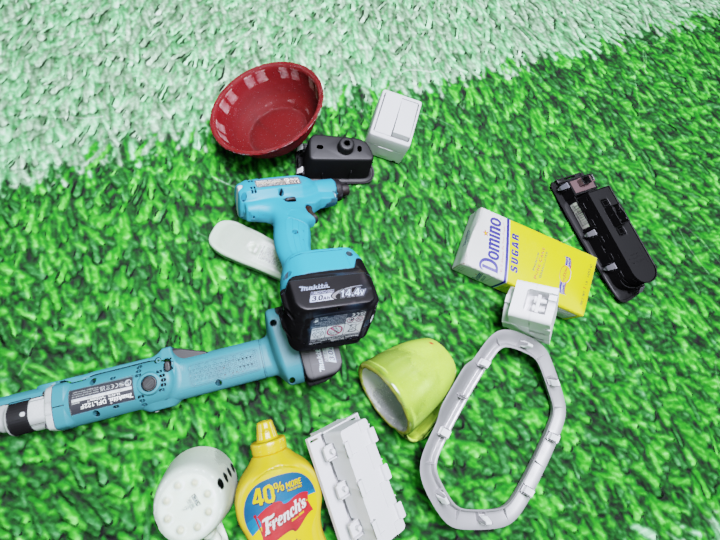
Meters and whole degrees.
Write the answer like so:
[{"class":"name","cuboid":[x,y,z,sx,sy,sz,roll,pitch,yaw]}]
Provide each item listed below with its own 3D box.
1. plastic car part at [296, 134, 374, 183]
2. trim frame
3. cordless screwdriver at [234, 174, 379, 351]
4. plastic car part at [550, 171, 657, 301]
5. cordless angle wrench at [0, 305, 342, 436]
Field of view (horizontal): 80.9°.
[{"class":"plastic car part","cuboid":[-0.032,-0.162,0.596,0.116,0.070,0.067,0,76,-5]},{"class":"trim frame","cuboid":[0.169,0.193,0.516,0.180,0.028,0.248,41,74,-11]},{"class":"cordless screwdriver","cuboid":[-0.050,-0.033,0.512,0.155,0.073,0.261,-11,48,-21]},{"class":"plastic car part","cuboid":[0.366,-0.057,0.620,0.065,0.067,0.206,-16,79,-20]},{"class":"cordless angle wrench","cuboid":[-0.235,0.127,0.489,0.418,0.074,0.100,-13,77,-8]}]
